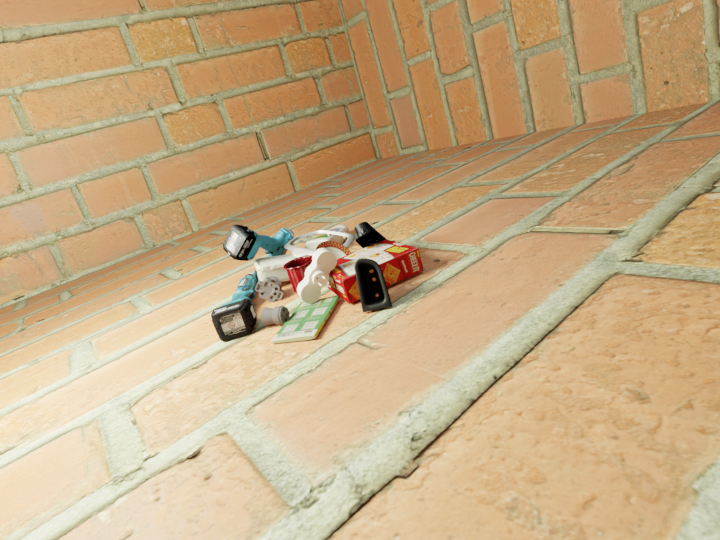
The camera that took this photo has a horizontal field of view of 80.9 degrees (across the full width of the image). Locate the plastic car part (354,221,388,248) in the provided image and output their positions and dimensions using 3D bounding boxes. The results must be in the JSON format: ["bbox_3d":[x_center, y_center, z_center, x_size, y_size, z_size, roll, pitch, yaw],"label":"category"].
[{"bbox_3d":[0.031,-0.094,1.191,0.067,0.068,0.195,-24,-12,13],"label":"plastic car part"}]

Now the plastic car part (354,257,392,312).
[{"bbox_3d":[0.028,0.029,0.953,0.067,0.118,0.069,-14,-7,11],"label":"plastic car part"}]

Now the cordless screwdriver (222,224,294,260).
[{"bbox_3d":[-0.328,-0.066,1.362,0.078,0.159,0.238,37,19,26],"label":"cordless screwdriver"}]

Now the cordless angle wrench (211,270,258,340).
[{"bbox_3d":[-0.332,0.070,1.204,0.098,0.073,0.432,-18,17,-2],"label":"cordless angle wrench"}]

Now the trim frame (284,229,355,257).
[{"bbox_3d":[-0.130,-0.085,1.330,0.262,0.027,0.179,14,35,42],"label":"trim frame"}]
